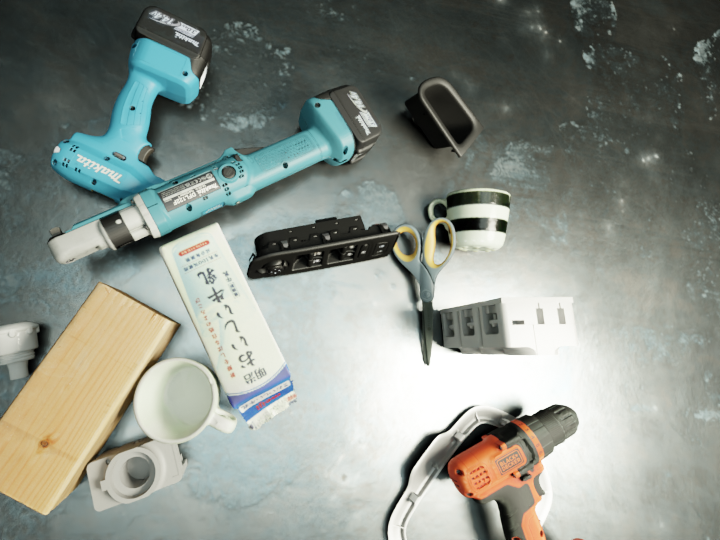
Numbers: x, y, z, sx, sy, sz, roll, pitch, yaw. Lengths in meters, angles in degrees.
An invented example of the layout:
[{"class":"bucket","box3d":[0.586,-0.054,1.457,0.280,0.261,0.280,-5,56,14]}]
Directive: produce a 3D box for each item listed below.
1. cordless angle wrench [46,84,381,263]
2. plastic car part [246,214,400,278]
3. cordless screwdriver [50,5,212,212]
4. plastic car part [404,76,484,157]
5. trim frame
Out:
[{"class":"cordless angle wrench","box3d":[-0.166,-0.115,0.531,0.416,0.075,0.099,-31,87,-20]},{"class":"plastic car part","box3d":[-0.055,-0.036,0.560,0.199,0.066,0.069,-15,73,-14]},{"class":"cordless screwdriver","box3d":[-0.265,-0.201,0.555,0.155,0.076,0.250,25,78,-15]},{"class":"plastic car part","box3d":[0.113,-0.227,0.628,0.113,0.073,0.066,46,72,-17]},{"class":"trim frame","box3d":[0.145,0.297,0.538,0.185,0.027,0.247,44,75,2]}]
